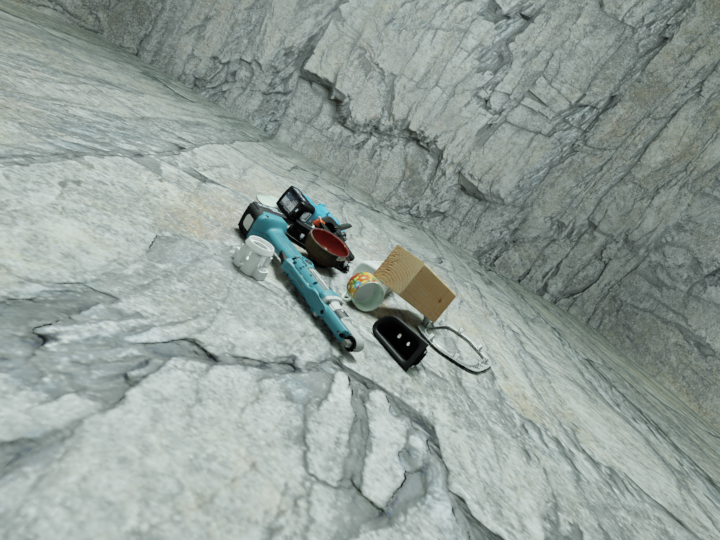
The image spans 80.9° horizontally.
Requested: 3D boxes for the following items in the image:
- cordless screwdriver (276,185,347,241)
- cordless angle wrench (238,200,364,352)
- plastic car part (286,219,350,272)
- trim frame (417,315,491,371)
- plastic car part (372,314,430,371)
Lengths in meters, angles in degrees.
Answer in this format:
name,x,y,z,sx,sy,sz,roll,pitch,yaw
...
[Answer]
name,x,y,z,sx,sy,sz,roll,pitch,yaw
cordless screwdriver,-0.138,-0.163,1.296,0.166,0.075,0.237,50,15,24
cordless angle wrench,-0.119,0.004,0.835,0.093,0.074,0.447,15,24,-46
plastic car part,-0.108,-0.071,1.104,0.203,0.067,0.066,28,22,0
trim frame,0.232,0.174,1.037,0.194,0.027,0.236,39,19,30
plastic car part,0.084,0.139,0.822,0.067,0.066,0.123,38,3,-45
